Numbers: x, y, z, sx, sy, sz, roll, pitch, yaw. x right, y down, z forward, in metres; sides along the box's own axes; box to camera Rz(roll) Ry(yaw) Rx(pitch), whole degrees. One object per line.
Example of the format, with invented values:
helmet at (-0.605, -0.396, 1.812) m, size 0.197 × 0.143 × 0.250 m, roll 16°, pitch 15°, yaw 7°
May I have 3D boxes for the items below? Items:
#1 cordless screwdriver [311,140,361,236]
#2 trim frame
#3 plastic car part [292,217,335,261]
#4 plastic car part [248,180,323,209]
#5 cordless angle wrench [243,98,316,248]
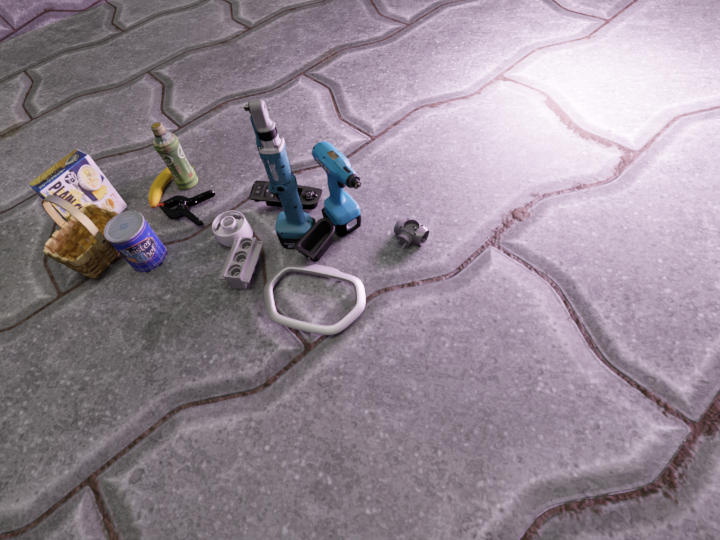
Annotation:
cordless screwdriver at (-0.043, -0.178, 1.019) m, size 0.073 × 0.239 × 0.167 m, roll -30°, pitch 57°, yaw -15°
trim frame at (-0.111, 0.060, 0.993) m, size 0.256 × 0.026 × 0.186 m, roll 8°, pitch 57°, yaw 16°
plastic car part at (-0.103, -0.068, 1.057) m, size 0.069 × 0.068 × 0.116 m, roll 28°, pitch 64°, yaw 25°
plastic car part at (-0.202, -0.201, 1.174) m, size 0.208 × 0.064 × 0.067 m, roll 5°, pitch 56°, yaw 14°
cordless angle wrench at (-0.178, -0.201, 0.957) m, size 0.100 × 0.406 × 0.076 m, roll 2°, pitch 55°, yaw 8°
